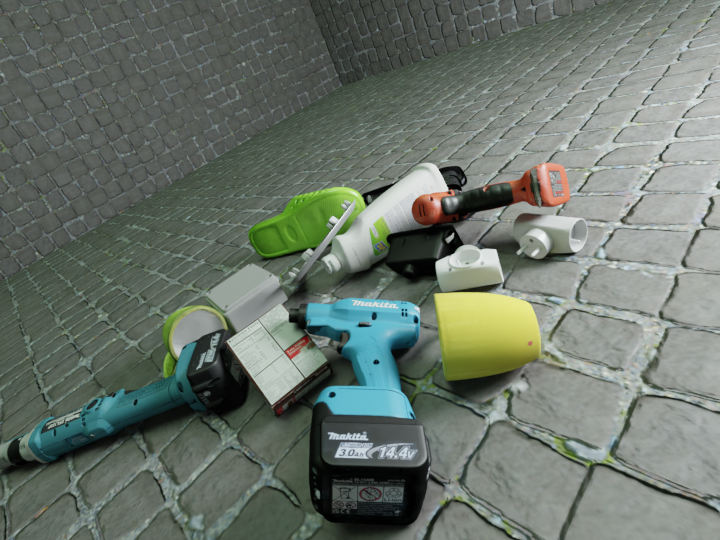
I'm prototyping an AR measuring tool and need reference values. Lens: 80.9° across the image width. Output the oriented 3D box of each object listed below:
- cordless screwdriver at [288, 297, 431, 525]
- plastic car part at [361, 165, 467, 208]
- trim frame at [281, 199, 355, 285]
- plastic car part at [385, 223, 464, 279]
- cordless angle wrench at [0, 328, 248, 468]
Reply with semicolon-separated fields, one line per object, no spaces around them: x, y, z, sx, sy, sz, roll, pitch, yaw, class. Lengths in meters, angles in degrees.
-0.014;0.110;0.432;0.161;0.072;0.253;2;29;4;cordless screwdriver
0.107;-0.146;0.821;0.206;0.063;0.069;-19;37;12;plastic car part
-0.070;-0.046;0.712;0.184;0.027;0.251;-53;9;1;trim frame
0.088;-0.020;0.635;0.121;0.063;0.071;-7;46;36;plastic car part
-0.361;0.206;0.599;0.427;0.071;0.101;-23;27;9;cordless angle wrench
